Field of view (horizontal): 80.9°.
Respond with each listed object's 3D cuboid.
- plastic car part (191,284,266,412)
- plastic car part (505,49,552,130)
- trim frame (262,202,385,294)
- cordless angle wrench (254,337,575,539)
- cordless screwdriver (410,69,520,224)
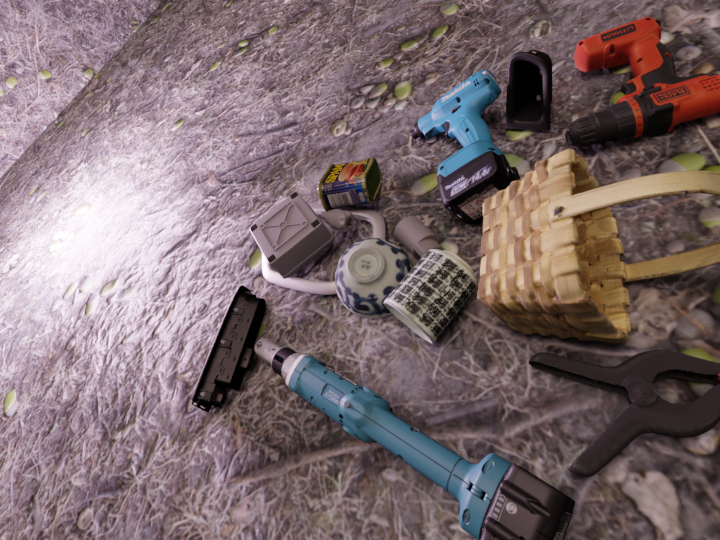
[{"bbox_3d":[-0.197,0.116,0.666,0.069,0.063,0.207,-1,59,18],"label":"plastic car part"},{"bbox_3d":[0.265,-0.281,0.642,0.069,0.112,0.070,17,45,36],"label":"plastic car part"},{"bbox_3d":[-0.071,-0.046,0.725,0.261,0.026,0.185,8,65,35],"label":"trim frame"},{"bbox_3d":[0.005,0.169,0.499,0.447,0.092,0.074,19,73,41],"label":"cordless angle wrench"},{"bbox_3d":[0.150,-0.186,0.655,0.163,0.070,0.255,-27,47,37],"label":"cordless screwdriver"}]
